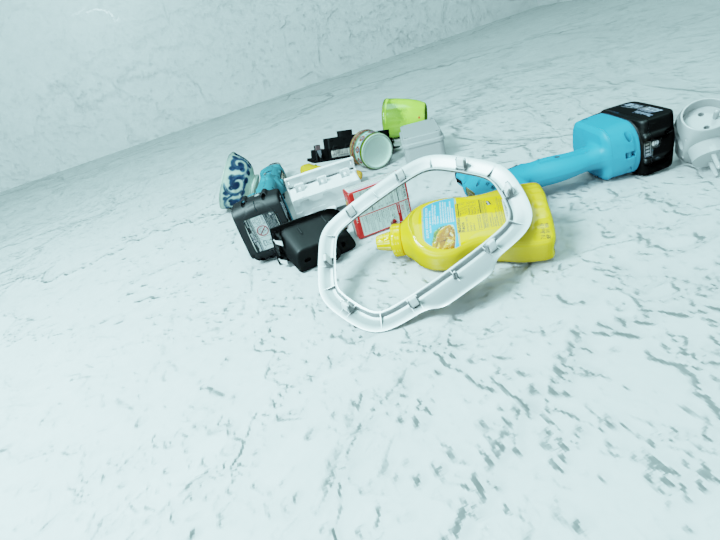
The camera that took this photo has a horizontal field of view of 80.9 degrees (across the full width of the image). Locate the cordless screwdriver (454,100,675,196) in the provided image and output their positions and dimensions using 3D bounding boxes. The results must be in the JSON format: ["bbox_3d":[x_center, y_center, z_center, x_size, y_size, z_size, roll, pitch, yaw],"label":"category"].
[{"bbox_3d":[0.265,-0.153,0.584,0.250,0.071,0.165,-21,29,2],"label":"cordless screwdriver"}]

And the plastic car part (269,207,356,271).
[{"bbox_3d":[-0.057,-0.038,0.587,0.115,0.063,0.075,-22,44,-13],"label":"plastic car part"}]

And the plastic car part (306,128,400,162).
[{"bbox_3d":[-0.015,-0.273,0.917,0.199,0.066,0.068,-9,10,-14],"label":"plastic car part"}]

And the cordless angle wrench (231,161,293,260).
[{"bbox_3d":[-0.168,-0.150,0.799,0.074,0.094,0.437,-20,27,1],"label":"cordless angle wrench"}]

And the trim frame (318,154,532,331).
[{"bbox_3d":[0.059,-0.041,0.465,0.248,0.026,0.194,-35,54,-1],"label":"trim frame"}]
